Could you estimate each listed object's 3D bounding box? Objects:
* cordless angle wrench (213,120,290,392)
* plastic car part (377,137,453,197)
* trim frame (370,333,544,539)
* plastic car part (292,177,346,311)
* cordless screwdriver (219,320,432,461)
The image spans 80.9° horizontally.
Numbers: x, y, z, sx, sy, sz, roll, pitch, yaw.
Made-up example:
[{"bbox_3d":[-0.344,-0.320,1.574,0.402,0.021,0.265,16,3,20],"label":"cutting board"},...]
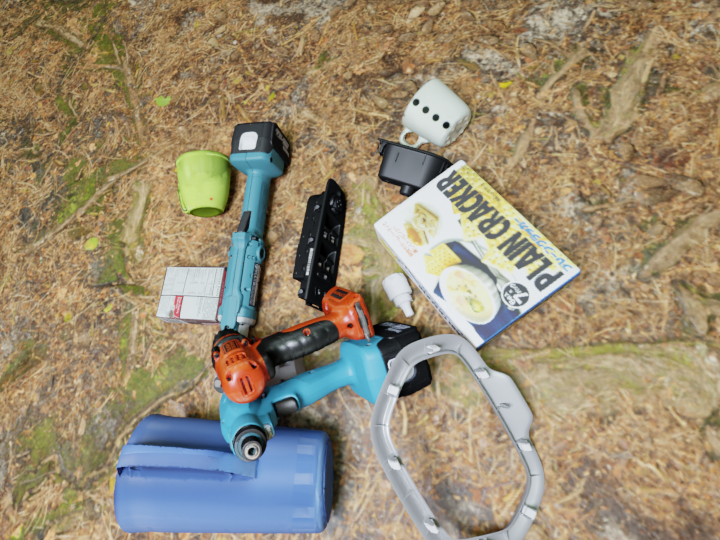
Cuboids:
[{"bbox_3d":[-0.180,-0.029,0.667,0.076,0.094,0.429,0,74,13],"label":"cordless angle wrench"},{"bbox_3d":[0.075,-0.152,0.655,0.121,0.064,0.071,25,93,19],"label":"plastic car part"},{"bbox_3d":[0.113,0.191,0.464,0.181,0.028,0.249,-30,88,-23],"label":"trim frame"},{"bbox_3d":[-0.064,-0.042,0.652,0.070,0.062,0.205,-3,69,40],"label":"plastic car part"},{"bbox_3d":[-0.036,0.135,0.484,0.244,0.163,0.074,-17,95,-16],"label":"cordless screwdriver"}]
